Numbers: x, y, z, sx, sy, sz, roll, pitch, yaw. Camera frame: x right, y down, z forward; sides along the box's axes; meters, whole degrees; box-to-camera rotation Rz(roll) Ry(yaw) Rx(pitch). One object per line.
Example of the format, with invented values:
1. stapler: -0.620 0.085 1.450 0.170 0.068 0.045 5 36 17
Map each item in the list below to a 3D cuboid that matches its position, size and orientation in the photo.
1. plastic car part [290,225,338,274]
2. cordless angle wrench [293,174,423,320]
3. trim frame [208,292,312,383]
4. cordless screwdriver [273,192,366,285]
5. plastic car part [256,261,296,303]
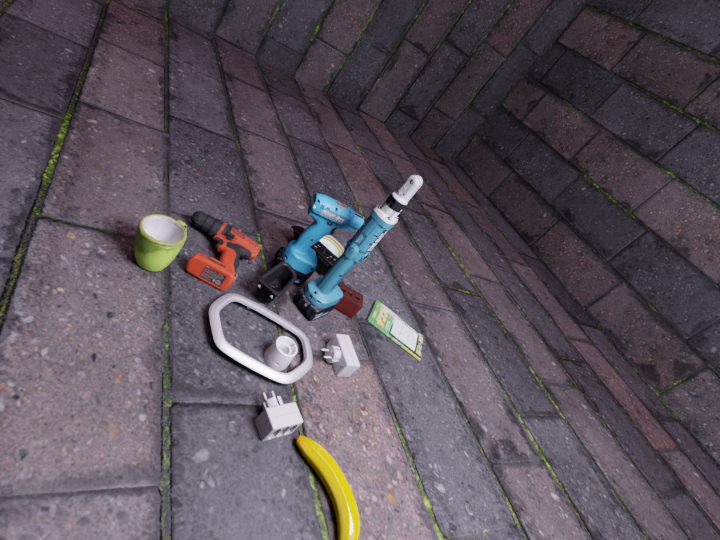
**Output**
1. plastic car part: -0.124 -0.049 1.189 0.209 0.067 0.064 46 30 15
2. cordless angle wrench: -0.005 -0.048 0.950 0.077 0.425 0.094 51 31 17
3. trim frame: -0.205 0.137 0.880 0.243 0.027 0.188 29 30 -13
4. cordless screwdriver: -0.103 -0.067 1.052 0.153 0.250 0.077 24 33 -25
5. plastic car part: -0.200 0.035 0.985 0.066 0.071 0.115 39 30 1
